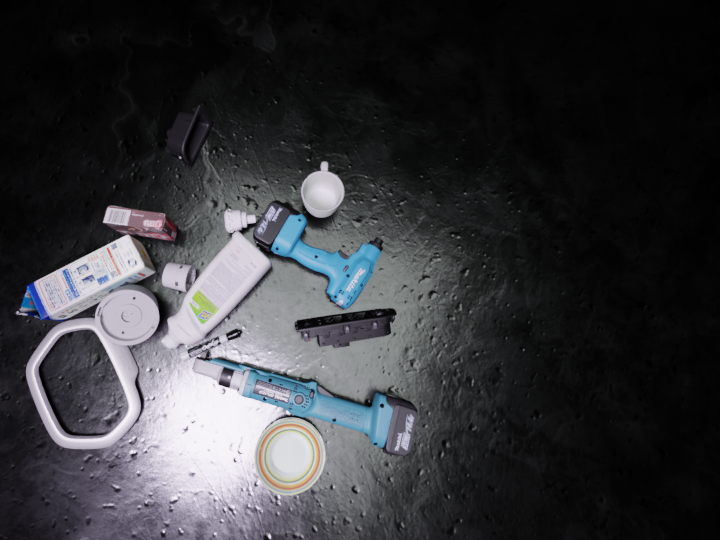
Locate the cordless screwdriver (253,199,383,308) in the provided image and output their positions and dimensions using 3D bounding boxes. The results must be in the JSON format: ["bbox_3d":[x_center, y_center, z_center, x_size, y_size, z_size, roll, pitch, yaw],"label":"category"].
[{"bbox_3d":[-0.084,-0.055,0.854,0.249,0.074,0.159,34,77,0],"label":"cordless screwdriver"}]

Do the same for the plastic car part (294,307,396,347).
[{"bbox_3d":[-0.023,0.113,0.825,0.201,0.067,0.067,-12,91,-6],"label":"plastic car part"}]

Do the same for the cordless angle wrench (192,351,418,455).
[{"bbox_3d":[-0.112,0.236,0.790,0.425,0.073,0.098,16,78,2],"label":"cordless angle wrench"}]

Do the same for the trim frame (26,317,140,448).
[{"bbox_3d":[-0.516,0.211,0.793,0.183,0.027,0.253,-30,79,-8],"label":"trim frame"}]

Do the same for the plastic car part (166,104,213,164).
[{"bbox_3d":[-0.375,-0.291,0.900,0.073,0.064,0.117,21,80,14],"label":"plastic car part"}]
